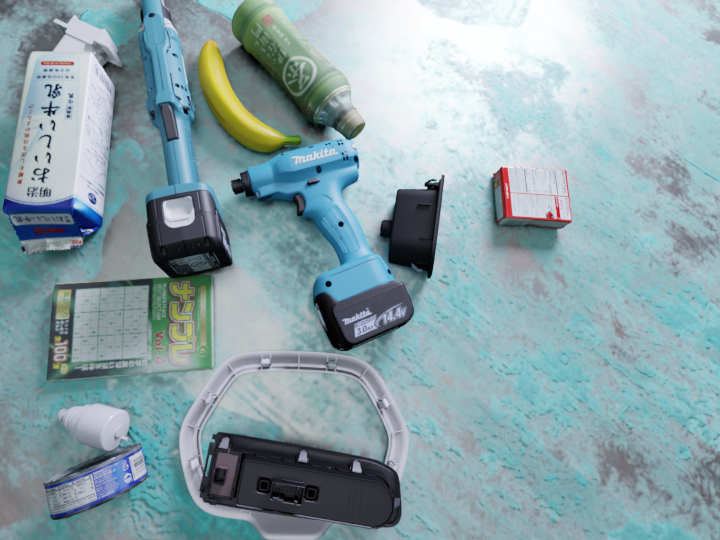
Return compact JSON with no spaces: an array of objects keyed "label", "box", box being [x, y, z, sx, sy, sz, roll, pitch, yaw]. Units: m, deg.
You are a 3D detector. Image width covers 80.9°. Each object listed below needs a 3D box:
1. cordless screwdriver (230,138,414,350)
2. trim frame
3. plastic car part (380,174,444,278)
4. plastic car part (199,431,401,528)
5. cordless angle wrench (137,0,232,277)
[{"label":"cordless screwdriver","box":[-0.048,-0.032,0.493,0.157,0.073,0.255,-17,73,-9]},{"label":"trim frame","box":[-0.069,0.182,0.456,0.246,0.027,0.187,3,75,-5]},{"label":"plastic car part","box":[0.061,-0.055,0.517,0.073,0.064,0.117,10,78,12]},{"label":"plastic car part","box":[-0.053,0.208,0.411,0.201,0.066,0.067,11,68,-4]},{"label":"cordless angle wrench","box":[-0.236,-0.204,0.525,0.073,0.097,0.434,-13,72,-10]}]
